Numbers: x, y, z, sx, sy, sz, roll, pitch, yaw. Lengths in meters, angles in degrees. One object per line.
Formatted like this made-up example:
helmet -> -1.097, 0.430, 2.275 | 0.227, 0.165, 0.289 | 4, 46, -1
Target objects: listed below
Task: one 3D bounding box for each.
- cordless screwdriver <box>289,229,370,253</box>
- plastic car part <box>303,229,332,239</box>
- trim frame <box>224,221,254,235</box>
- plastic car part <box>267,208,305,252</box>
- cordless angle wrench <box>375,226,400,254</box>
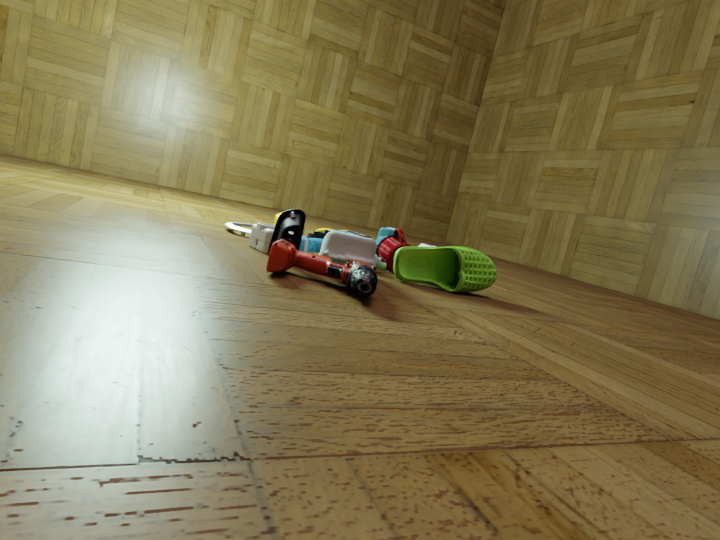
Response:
cordless screwdriver -> -0.105, -0.069, 1.072 | 0.237, 0.074, 0.168 | 0, 14, -41
plastic car part -> -0.078, -0.079, 1.230 | 0.213, 0.067, 0.063 | 20, 3, 30
trim frame -> -0.287, -0.113, 1.249 | 0.194, 0.027, 0.237 | 16, 7, 31
plastic car part -> -0.151, -0.064, 0.881 | 0.064, 0.115, 0.073 | 12, 31, -15
cordless angle wrench -> 0.060, -0.071, 1.314 | 0.076, 0.097, 0.416 | 14, 13, 10
